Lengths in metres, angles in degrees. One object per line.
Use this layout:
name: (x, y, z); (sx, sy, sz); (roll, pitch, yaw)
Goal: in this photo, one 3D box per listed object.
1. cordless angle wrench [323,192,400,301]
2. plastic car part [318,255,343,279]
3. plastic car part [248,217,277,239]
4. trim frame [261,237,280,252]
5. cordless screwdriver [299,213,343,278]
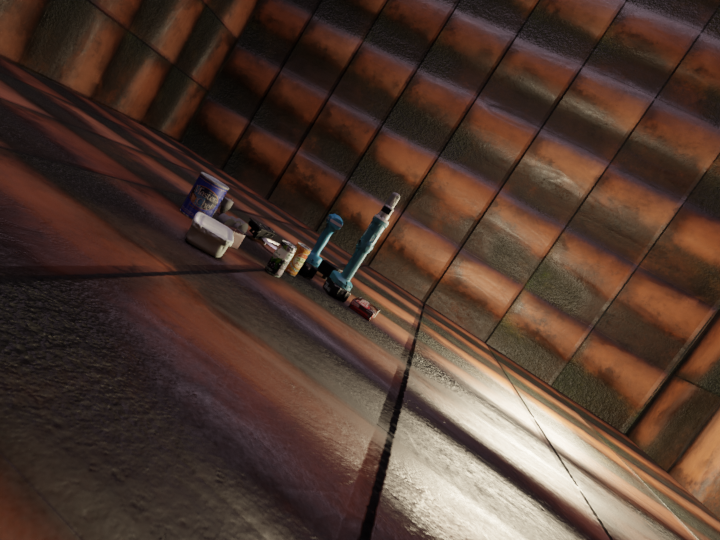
cordless angle wrench: (0.015, -0.090, 1.487); (0.071, 0.423, 0.102); (30, 7, -26)
plastic car part: (-0.134, -0.001, 1.696); (0.122, 0.071, 0.063); (36, 7, 29)
plastic car part: (-0.385, -0.150, 1.657); (0.068, 0.067, 0.198); (33, 6, 10)
trim frame: (-0.289, -0.068, 1.664); (0.195, 0.027, 0.235); (36, 8, 35)
cordless screwdriver: (-0.152, -0.099, 1.552); (0.072, 0.248, 0.163); (31, 6, -15)
